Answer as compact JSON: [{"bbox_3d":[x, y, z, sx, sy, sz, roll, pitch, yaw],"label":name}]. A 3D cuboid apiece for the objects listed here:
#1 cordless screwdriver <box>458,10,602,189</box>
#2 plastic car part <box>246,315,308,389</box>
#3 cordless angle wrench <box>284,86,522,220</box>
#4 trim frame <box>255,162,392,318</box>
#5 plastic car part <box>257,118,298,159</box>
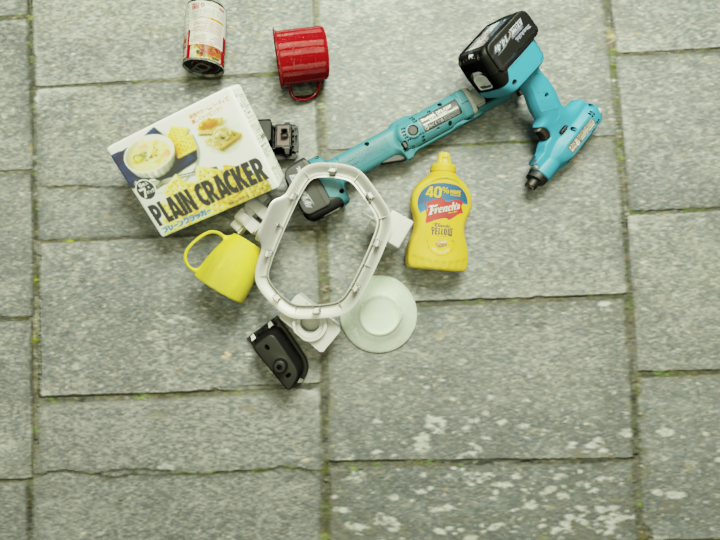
[{"bbox_3d":[0.252,-0.252,0.650,0.239,0.077,0.159,38,89,-21],"label":"cordless screwdriver"},{"bbox_3d":[-0.130,0.141,0.681,0.066,0.070,0.118,-37,86,0],"label":"plastic car part"},{"bbox_3d":[0.079,-0.218,0.690,0.422,0.074,0.098,-29,91,-2],"label":"cordless angle wrench"},{"bbox_3d":[-0.062,-0.041,0.635,0.187,0.027,0.248,27,99,7],"label":"trim frame"},{"bbox_3d":[-0.207,-0.217,0.700,0.205,0.066,0.067,-2,82,6],"label":"plastic car part"}]
